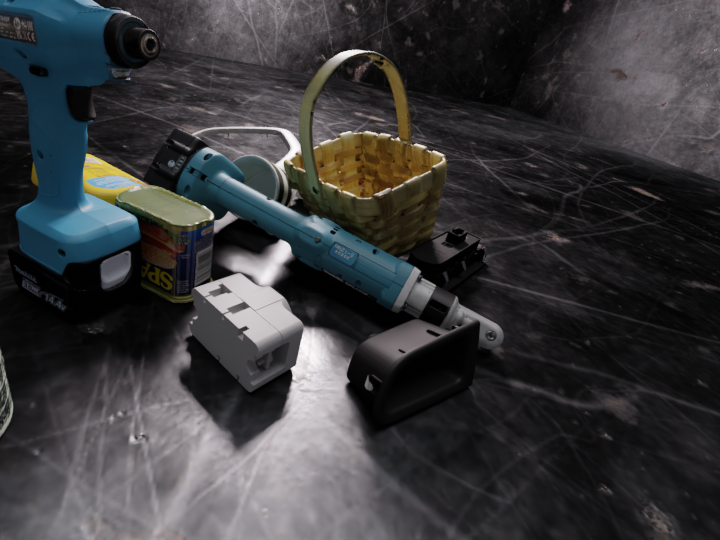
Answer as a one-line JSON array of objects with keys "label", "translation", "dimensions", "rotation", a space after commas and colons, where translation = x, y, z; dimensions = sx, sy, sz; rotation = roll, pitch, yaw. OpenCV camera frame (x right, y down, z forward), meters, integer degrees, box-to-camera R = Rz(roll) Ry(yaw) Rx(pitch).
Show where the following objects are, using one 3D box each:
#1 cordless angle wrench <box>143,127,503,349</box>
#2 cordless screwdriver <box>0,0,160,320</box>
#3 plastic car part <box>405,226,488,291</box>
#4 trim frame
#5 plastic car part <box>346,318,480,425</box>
[{"label": "cordless angle wrench", "translation": [-0.046, -0.030, 0.470], "dimensions": [0.434, 0.074, 0.095], "rotation": [29, -4, 13]}, {"label": "cordless screwdriver", "translation": [-0.219, -0.079, 0.336], "dimensions": [0.165, 0.244, 0.073], "rotation": [19, 28, 20]}, {"label": "plastic car part", "translation": [0.111, -0.017, 0.548], "dimensions": [0.069, 0.066, 0.197], "rotation": [35, 38, 22]}, {"label": "trim frame", "translation": [-0.217, -0.192, 0.702], "dimensions": [0.253, 0.026, 0.188], "rotation": [4, 44, 9]}, {"label": "plastic car part", "translation": [0.037, 0.075, 0.364], "dimensions": [0.112, 0.065, 0.075], "rotation": [-12, 22, -32]}]
